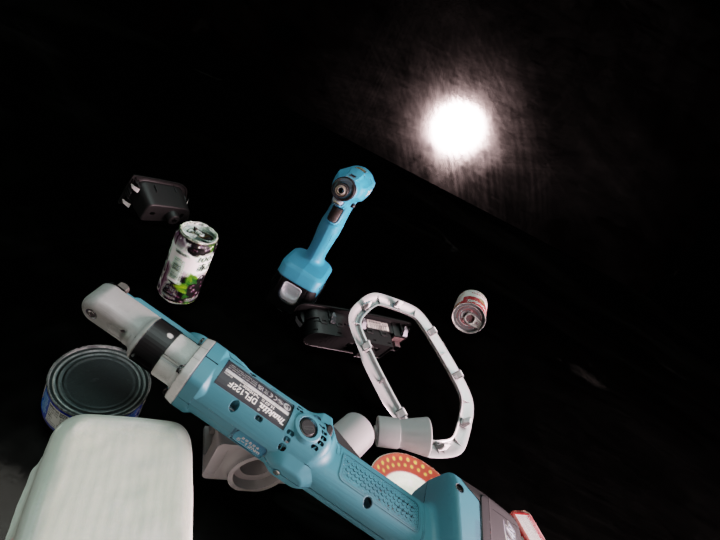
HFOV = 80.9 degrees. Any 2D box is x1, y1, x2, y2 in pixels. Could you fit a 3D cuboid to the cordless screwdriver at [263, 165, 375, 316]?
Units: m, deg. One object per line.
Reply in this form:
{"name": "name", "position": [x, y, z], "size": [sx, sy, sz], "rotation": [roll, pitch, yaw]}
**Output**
{"name": "cordless screwdriver", "position": [-0.061, -0.040, 0.629], "size": [0.075, 0.248, 0.159], "rotation": [31, 18, 0]}

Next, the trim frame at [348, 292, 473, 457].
{"name": "trim frame", "position": [0.076, 0.138, 0.608], "size": [0.176, 0.028, 0.257], "rotation": [-8, 61, -40]}

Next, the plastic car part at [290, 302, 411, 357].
{"name": "plastic car part", "position": [-0.015, 0.098, 0.648], "size": [0.195, 0.067, 0.069], "rotation": [19, 51, -25]}

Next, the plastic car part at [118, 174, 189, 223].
{"name": "plastic car part", "position": [-0.339, -0.112, 0.725], "size": [0.111, 0.066, 0.074], "rotation": [3, 50, -52]}

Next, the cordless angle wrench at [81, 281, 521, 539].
{"name": "cordless angle wrench", "position": [-0.055, 0.144, 0.359], "size": [0.421, 0.074, 0.098], "rotation": [36, 32, -2]}
